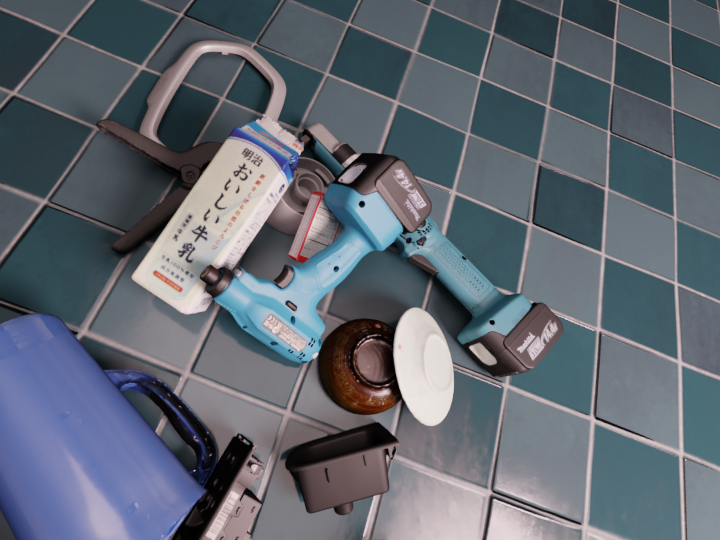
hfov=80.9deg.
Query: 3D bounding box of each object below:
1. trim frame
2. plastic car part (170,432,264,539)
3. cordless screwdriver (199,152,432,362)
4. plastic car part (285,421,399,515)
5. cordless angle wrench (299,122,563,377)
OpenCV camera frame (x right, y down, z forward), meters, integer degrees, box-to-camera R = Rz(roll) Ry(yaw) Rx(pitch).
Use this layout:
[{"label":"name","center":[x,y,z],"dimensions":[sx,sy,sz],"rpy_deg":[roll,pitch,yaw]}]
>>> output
[{"label":"trim frame","center":[-0.211,-0.241,0.612],"dimensions":[0.182,0.027,0.251],"rpy_deg":[17,68,-5]},{"label":"plastic car part","center":[-0.152,0.267,0.402],"dimensions":[0.064,0.069,0.202],"rpy_deg":[45,62,-23]},{"label":"cordless screwdriver","center":[-0.046,-0.030,0.470],"dimensions":[0.151,0.078,0.248],"rpy_deg":[43,83,-30]},{"label":"plastic car part","center":[-0.017,0.217,0.449],"dimensions":[0.114,0.067,0.071],"rpy_deg":[-14,88,-14]},{"label":"cordless angle wrench","center":[0.069,-0.051,0.567],"dimensions":[0.096,0.073,0.433],"rpy_deg":[-37,77,-22]}]
